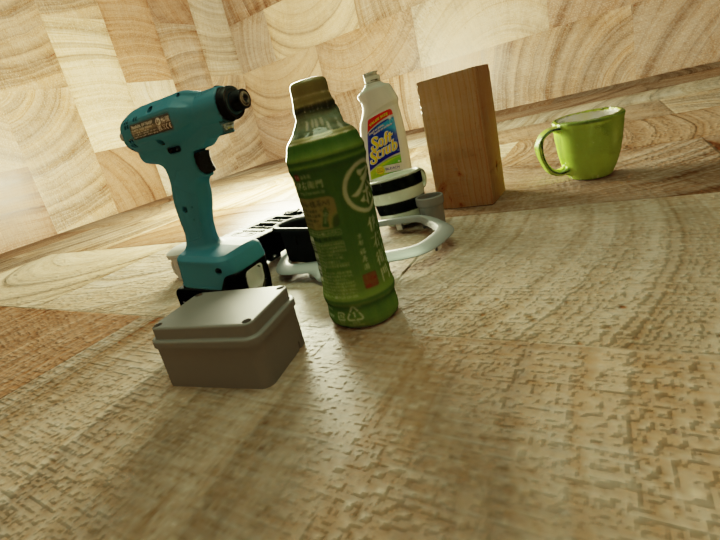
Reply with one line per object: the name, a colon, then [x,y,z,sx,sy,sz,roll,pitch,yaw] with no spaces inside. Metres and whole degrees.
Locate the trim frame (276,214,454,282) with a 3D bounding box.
trim frame: [0.000,-0.032,0.575,0.257,0.027,0.183,-6,22,23]

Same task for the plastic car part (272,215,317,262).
plastic car part: [-0.055,-0.036,0.562,0.122,0.069,0.065,-2,22,33]

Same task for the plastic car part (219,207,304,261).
plastic car part: [-0.136,-0.057,0.681,0.069,0.065,0.200,-5,22,26]

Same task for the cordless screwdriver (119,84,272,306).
cordless screwdriver: [-0.155,-0.064,0.456,0.166,0.243,0.073,-4,19,29]
